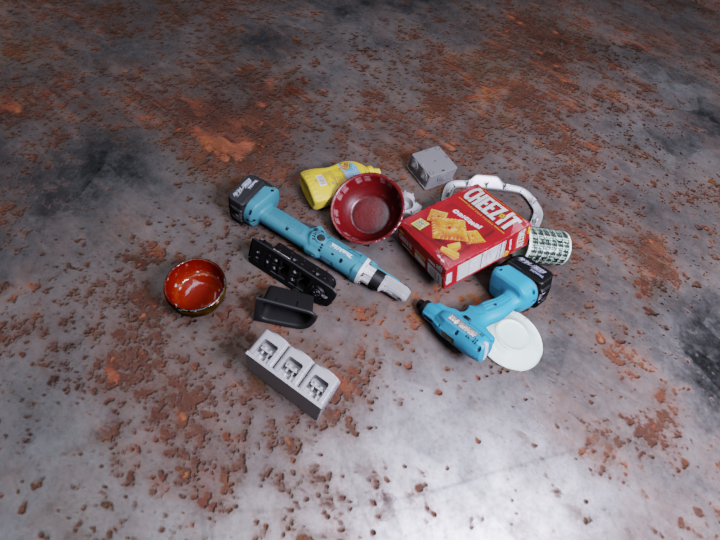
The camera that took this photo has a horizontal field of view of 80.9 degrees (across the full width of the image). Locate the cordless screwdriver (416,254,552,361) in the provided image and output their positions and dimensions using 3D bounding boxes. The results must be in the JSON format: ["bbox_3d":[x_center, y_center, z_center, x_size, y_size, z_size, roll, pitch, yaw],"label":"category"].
[{"bbox_3d":[0.245,0.056,0.836,0.244,0.071,0.168,-33,48,-23],"label":"cordless screwdriver"}]

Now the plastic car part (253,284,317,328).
[{"bbox_3d":[-0.140,0.064,0.809,0.116,0.065,0.073,11,43,-4],"label":"plastic car part"}]

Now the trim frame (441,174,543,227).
[{"bbox_3d":[0.317,-0.155,1.013,0.248,0.027,0.189,3,56,-2],"label":"trim frame"}]

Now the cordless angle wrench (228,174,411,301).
[{"bbox_3d":[-0.086,-0.057,0.884,0.433,0.073,0.097,32,59,12],"label":"cordless angle wrench"}]

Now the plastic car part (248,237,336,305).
[{"bbox_3d":[-0.130,0.000,0.850,0.209,0.066,0.065,33,33,16],"label":"plastic car part"}]
